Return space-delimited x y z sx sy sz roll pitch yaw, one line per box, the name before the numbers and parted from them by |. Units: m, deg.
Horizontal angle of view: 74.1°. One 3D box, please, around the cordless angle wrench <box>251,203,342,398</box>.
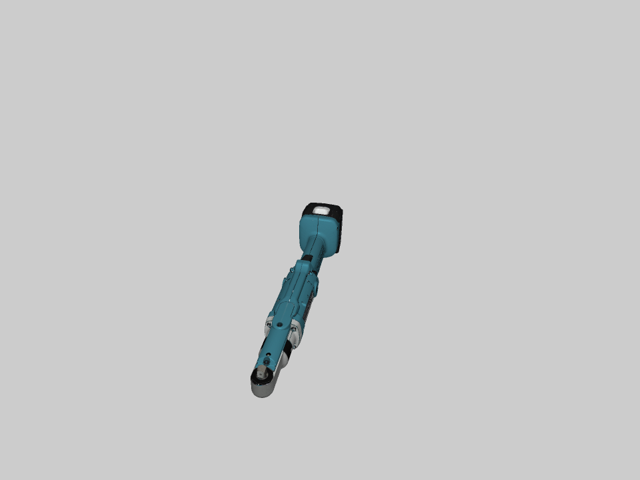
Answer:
cordless angle wrench | -0.031 0.071 0.666 0.074 0.098 0.421 7 32 8
